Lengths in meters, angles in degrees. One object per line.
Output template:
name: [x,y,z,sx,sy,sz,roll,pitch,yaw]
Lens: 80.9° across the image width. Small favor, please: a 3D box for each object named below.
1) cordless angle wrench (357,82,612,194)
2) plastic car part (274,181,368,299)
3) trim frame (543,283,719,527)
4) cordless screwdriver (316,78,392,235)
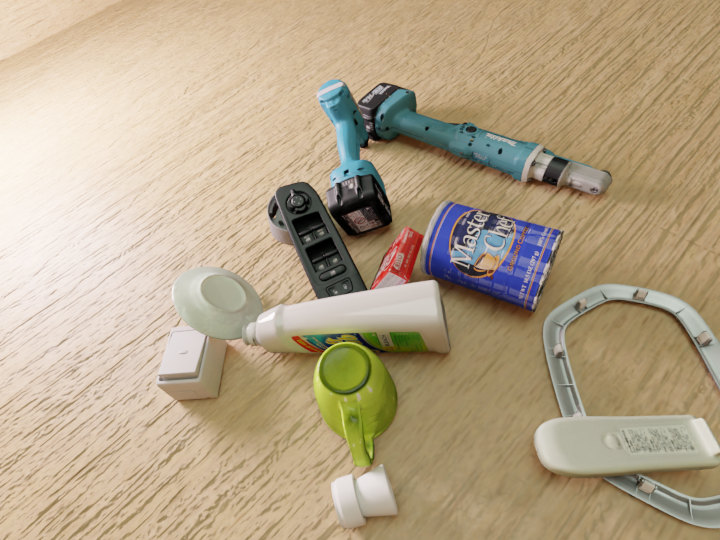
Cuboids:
cordless angle wrench: [0.182,-0.214,0.703,0.445,0.071,0.097,31,65,31]
plastic car part: [-0.060,-0.039,0.613,0.066,0.065,0.208,-27,75,2]
trim frame: [0.299,0.115,0.433,0.188,0.026,0.255,-4,50,11]
cordless screwdriver: [-0.006,-0.176,0.697,0.076,0.151,0.256,-18,63,17]
